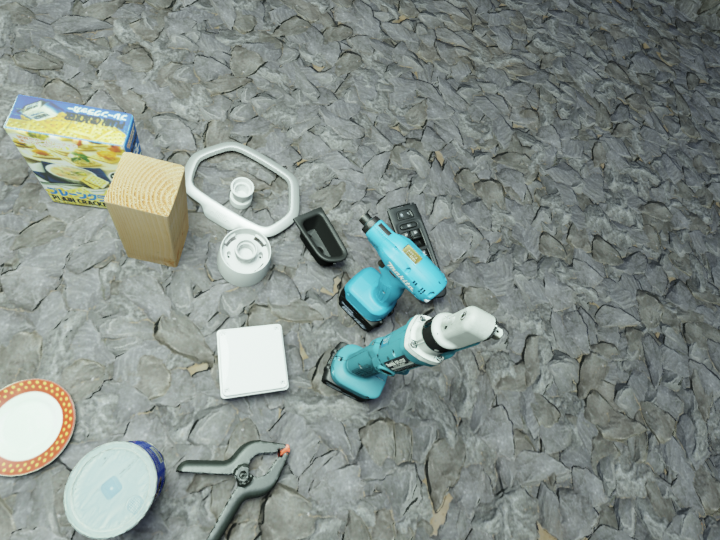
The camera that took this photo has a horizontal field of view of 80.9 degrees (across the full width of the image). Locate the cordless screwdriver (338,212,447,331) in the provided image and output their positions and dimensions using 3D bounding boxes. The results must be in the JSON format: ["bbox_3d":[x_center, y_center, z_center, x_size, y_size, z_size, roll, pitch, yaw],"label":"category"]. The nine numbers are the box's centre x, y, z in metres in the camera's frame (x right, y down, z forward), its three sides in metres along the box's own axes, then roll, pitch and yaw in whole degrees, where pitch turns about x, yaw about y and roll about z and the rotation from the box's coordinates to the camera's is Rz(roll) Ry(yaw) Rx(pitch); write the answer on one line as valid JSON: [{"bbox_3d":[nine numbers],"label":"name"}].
[{"bbox_3d":[0.026,0.009,0.720,0.073,0.249,0.161,-40,85,-28],"label":"cordless screwdriver"}]

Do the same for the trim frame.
[{"bbox_3d":[-0.237,-0.166,0.853,0.248,0.027,0.184,30,63,0],"label":"trim frame"}]

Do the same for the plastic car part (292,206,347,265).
[{"bbox_3d":[-0.080,-0.052,0.820,0.064,0.071,0.119,-26,77,-25],"label":"plastic car part"}]

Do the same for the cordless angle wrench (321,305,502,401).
[{"bbox_3d":[0.045,0.116,0.580,0.097,0.424,0.075,30,63,-7],"label":"cordless angle wrench"}]

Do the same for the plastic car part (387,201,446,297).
[{"bbox_3d":[0.108,-0.033,0.863,0.064,0.067,0.208,-13,71,-22],"label":"plastic car part"}]
